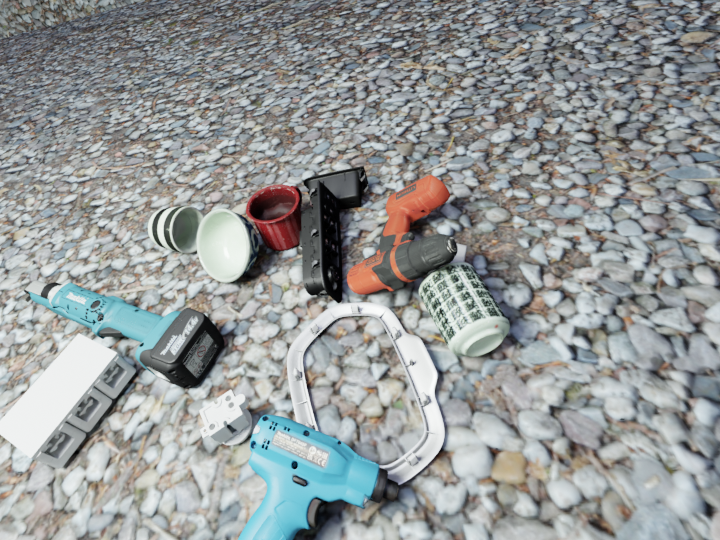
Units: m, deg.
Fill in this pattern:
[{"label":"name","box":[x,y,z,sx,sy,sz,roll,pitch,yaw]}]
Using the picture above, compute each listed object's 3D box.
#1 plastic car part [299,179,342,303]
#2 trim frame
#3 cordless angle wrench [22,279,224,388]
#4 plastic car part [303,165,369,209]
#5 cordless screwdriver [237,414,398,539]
[{"label":"plastic car part","box":[-0.066,-0.043,0.673,0.068,0.063,0.210,-18,58,15]},{"label":"trim frame","box":[0.000,0.141,0.540,0.184,0.026,0.260,-19,47,-2]},{"label":"cordless angle wrench","box":[-0.413,0.072,0.684,0.442,0.071,0.098,12,54,26]},{"label":"plastic car part","box":[-0.043,-0.137,0.769,0.118,0.063,0.073,-11,63,10]},{"label":"cordless screwdriver","box":[-0.070,0.282,0.397,0.163,0.072,0.251,16,59,11]}]
